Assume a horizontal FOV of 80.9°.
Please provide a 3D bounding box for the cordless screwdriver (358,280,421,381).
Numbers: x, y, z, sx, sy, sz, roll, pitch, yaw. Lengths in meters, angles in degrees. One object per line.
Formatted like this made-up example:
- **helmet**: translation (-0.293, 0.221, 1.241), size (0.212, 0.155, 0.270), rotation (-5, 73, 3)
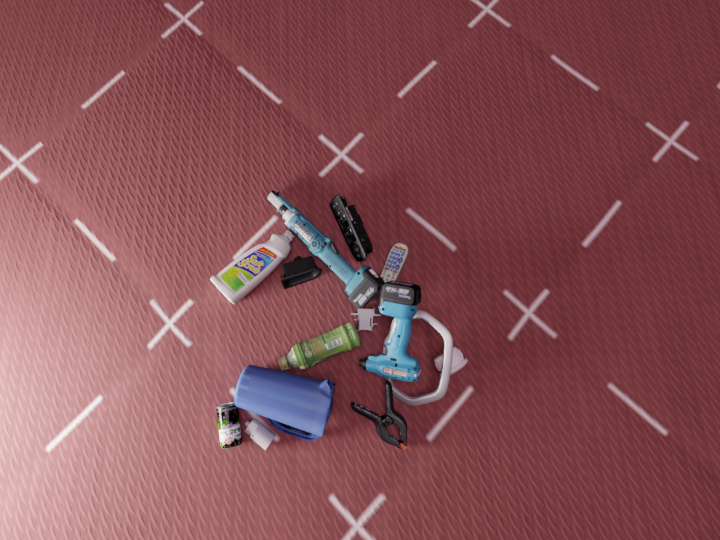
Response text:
- **cordless screwdriver**: translation (0.076, 0.152, 1.088), size (0.165, 0.072, 0.248), rotation (3, 92, 24)

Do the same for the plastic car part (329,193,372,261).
- **plastic car part**: translation (-0.021, -0.120, 1.208), size (0.064, 0.067, 0.207), rotation (-11, 73, -36)

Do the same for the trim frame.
- **trim frame**: translation (0.143, 0.226, 1.099), size (0.192, 0.026, 0.248), rotation (7, 92, 26)

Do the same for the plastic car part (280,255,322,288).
- **plastic car part**: translation (-0.174, -0.004, 1.186), size (0.115, 0.064, 0.074), rotation (-21, 66, -8)

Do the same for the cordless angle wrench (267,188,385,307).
- **cordless angle wrench**: translation (-0.116, -0.076, 1.187), size (0.434, 0.072, 0.098), rotation (44, 108, 14)
